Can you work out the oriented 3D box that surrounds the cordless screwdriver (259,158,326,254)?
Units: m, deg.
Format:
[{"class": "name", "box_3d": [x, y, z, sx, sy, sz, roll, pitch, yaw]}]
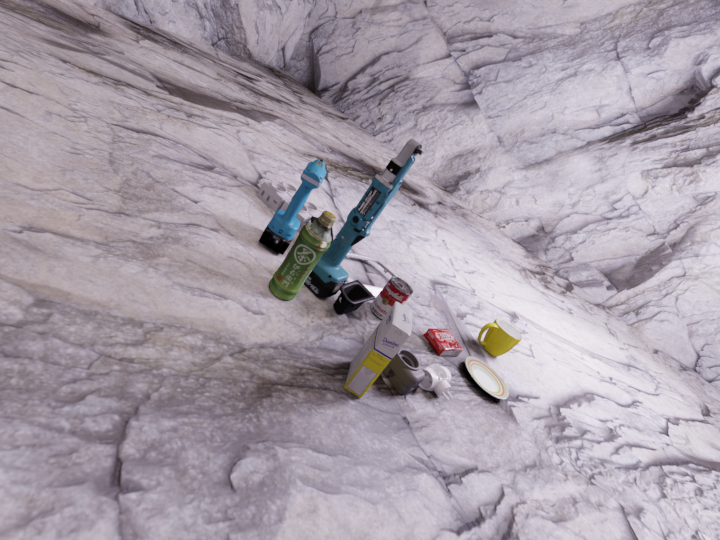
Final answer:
[{"class": "cordless screwdriver", "box_3d": [-0.163, -0.171, 1.081, 0.073, 0.249, 0.162, 30, 25, -12]}]

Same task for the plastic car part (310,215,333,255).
[{"class": "plastic car part", "box_3d": [-0.115, -0.075, 1.180, 0.064, 0.067, 0.210, 24, 27, -22]}]

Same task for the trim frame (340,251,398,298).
[{"class": "trim frame", "box_3d": [0.024, 0.013, 1.232, 0.236, 0.027, 0.194, 11, 33, -38]}]

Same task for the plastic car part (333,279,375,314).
[{"class": "plastic car part", "box_3d": [-0.028, 0.073, 1.009, 0.068, 0.071, 0.112, 43, 27, 18]}]

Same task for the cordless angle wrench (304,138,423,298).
[{"class": "cordless angle wrench", "box_3d": [0.002, -0.115, 0.968, 0.102, 0.423, 0.071, 45, 27, 19]}]
